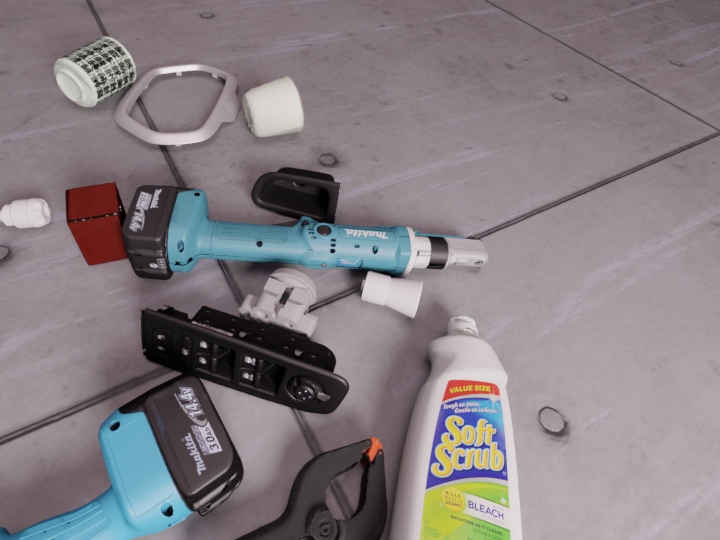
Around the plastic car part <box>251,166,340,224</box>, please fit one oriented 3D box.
[{"bbox_3d":[-0.081,-0.113,0.576,0.118,0.064,0.071,15,35,8],"label":"plastic car part"}]

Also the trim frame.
[{"bbox_3d":[-0.296,-0.283,0.705,0.184,0.027,0.255,5,49,-2],"label":"trim frame"}]

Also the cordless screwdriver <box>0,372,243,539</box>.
[{"bbox_3d":[-0.222,0.170,0.314,0.244,0.072,0.166,-33,62,-25],"label":"cordless screwdriver"}]

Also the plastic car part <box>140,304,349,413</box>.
[{"bbox_3d":[-0.108,0.082,0.411,0.207,0.065,0.067,19,25,9],"label":"plastic car part"}]

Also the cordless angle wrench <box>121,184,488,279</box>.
[{"bbox_3d":[-0.049,-0.032,0.504,0.418,0.073,0.101,4,51,-7],"label":"cordless angle wrench"}]
